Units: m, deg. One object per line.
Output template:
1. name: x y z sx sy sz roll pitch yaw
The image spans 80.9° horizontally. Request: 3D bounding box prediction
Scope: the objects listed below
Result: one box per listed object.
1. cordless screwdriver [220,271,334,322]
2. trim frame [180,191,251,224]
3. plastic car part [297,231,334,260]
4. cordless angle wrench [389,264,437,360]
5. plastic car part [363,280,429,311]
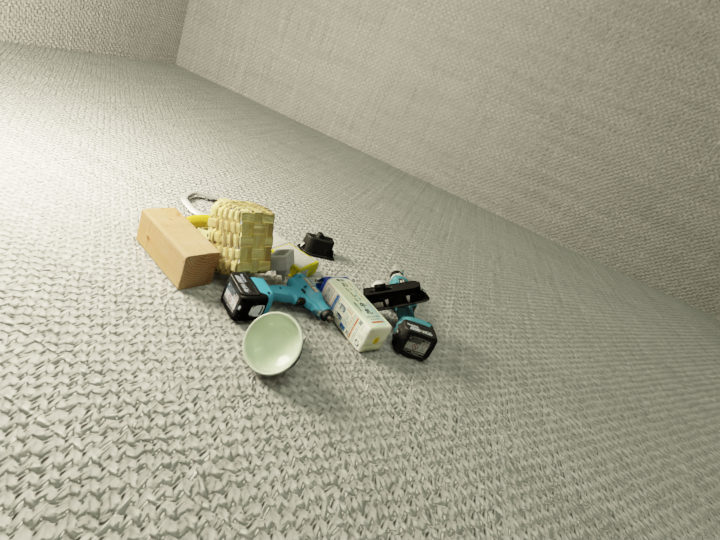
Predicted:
1. cordless screwdriver: -0.181 0.071 0.968 0.237 0.074 0.168 0 34 -47
2. trim frame: -0.436 -0.191 1.321 0.240 0.027 0.192 11 29 -20
3. plastic car part: -0.128 -0.084 1.312 0.112 0.070 0.069 15 25 -24
4. cordless angle wrench: 0.122 0.085 1.193 0.096 0.074 0.433 18 23 -11
5. plastic car part: 0.073 0.064 1.094 0.205 0.066 0.067 -6 17 6
